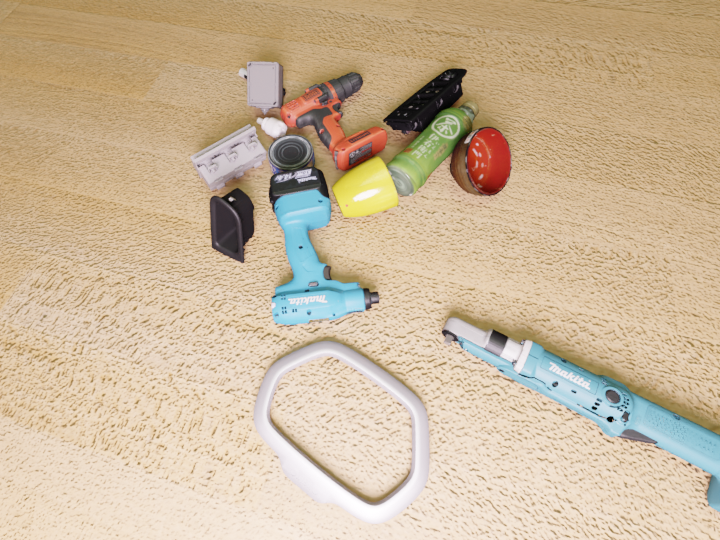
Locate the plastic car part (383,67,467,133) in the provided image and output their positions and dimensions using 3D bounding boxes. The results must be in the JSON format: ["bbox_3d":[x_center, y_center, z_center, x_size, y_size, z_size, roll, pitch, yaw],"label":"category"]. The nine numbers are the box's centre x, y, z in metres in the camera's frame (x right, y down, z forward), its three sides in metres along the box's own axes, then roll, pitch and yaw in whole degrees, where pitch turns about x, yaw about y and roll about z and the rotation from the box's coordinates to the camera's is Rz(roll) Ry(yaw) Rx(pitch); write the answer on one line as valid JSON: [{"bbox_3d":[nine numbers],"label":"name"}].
[{"bbox_3d":[0.135,-0.314,0.795,0.202,0.064,0.070,-49,35,-19],"label":"plastic car part"}]

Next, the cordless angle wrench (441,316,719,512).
[{"bbox_3d":[0.308,0.167,0.536,0.438,0.072,0.098,27,67,19],"label":"cordless angle wrench"}]

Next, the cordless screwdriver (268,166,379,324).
[{"bbox_3d":[-0.065,-0.043,0.669,0.159,0.072,0.256,-8,66,-1],"label":"cordless screwdriver"}]

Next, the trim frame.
[{"bbox_3d":[-0.026,0.204,0.562,0.256,0.027,0.183,31,68,16],"label":"trim frame"}]

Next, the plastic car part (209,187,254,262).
[{"bbox_3d":[-0.200,-0.082,0.684,0.068,0.114,0.070,25,43,12],"label":"plastic car part"}]
